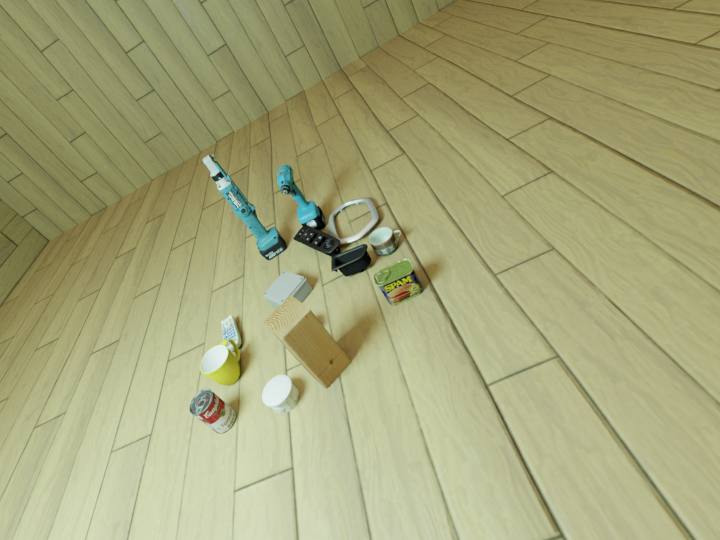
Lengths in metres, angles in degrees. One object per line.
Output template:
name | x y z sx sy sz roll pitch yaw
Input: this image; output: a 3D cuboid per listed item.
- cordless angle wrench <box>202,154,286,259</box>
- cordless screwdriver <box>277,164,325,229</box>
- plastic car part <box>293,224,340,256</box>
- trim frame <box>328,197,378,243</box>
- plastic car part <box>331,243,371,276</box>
cordless angle wrench | -0.397 -0.212 1.432 0.098 0.402 0.078 -33 35 -1
cordless screwdriver | -0.207 -0.230 1.449 0.075 0.237 0.165 -25 36 11
plastic car part | -0.135 -0.088 1.381 0.066 0.064 0.215 -46 38 -18
trim frame | -0.031 -0.170 1.426 0.186 0.026 0.259 -28 37 8
plastic car part | -0.019 -0.021 1.217 0.119 0.067 0.068 -20 38 17
